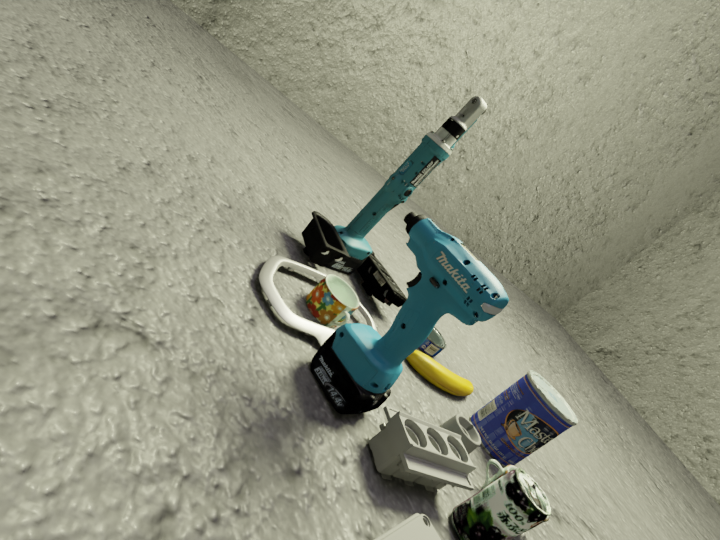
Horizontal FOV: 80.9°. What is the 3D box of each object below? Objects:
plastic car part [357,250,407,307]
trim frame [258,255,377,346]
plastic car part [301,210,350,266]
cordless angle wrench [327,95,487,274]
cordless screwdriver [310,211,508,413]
[{"bbox_3d":[0.031,0.010,0.907,0.063,0.067,0.213,28,23,-38],"label":"plastic car part"},{"bbox_3d":[-0.062,0.056,0.680,0.235,0.028,0.194,26,24,-39],"label":"trim frame"},{"bbox_3d":[-0.080,-0.052,0.819,0.062,0.071,0.122,26,24,-41],"label":"plastic car part"},{"bbox_3d":[0.078,-0.165,0.828,0.092,0.425,0.078,22,29,-48],"label":"cordless angle wrench"},{"bbox_3d":[0.038,0.054,0.532,0.070,0.250,0.167,18,31,-52],"label":"cordless screwdriver"}]
